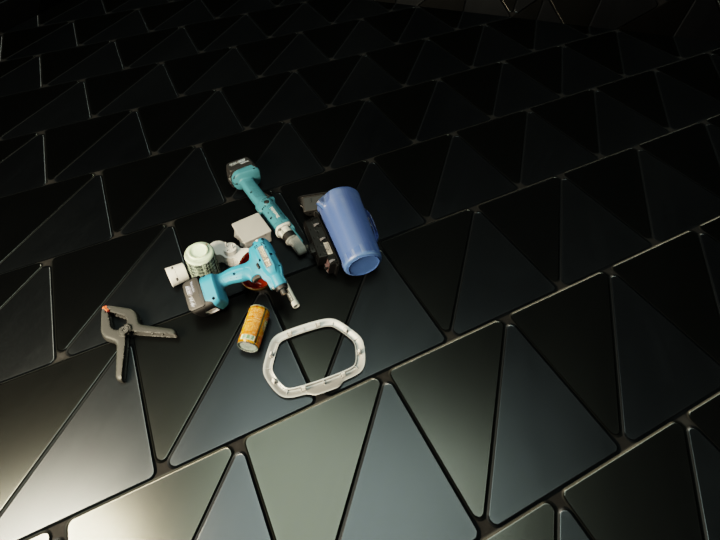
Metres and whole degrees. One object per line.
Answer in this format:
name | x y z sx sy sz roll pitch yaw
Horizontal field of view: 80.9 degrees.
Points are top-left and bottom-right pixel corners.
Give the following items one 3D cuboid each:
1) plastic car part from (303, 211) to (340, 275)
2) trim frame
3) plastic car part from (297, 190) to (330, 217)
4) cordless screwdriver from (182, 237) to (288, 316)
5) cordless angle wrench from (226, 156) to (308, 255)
plastic car part | -0.117 -0.076 1.193 0.066 0.064 0.212 -13 56 -10
trim frame | -0.109 0.204 1.002 0.244 0.027 0.193 -16 53 -13
plastic car part | -0.131 -0.198 1.311 0.116 0.064 0.073 -11 66 -4
cordless screwdriver | -0.310 0.041 1.065 0.249 0.072 0.165 -30 70 0
cordless angle wrench | -0.287 -0.195 1.303 0.096 0.072 0.444 -27 58 -22
